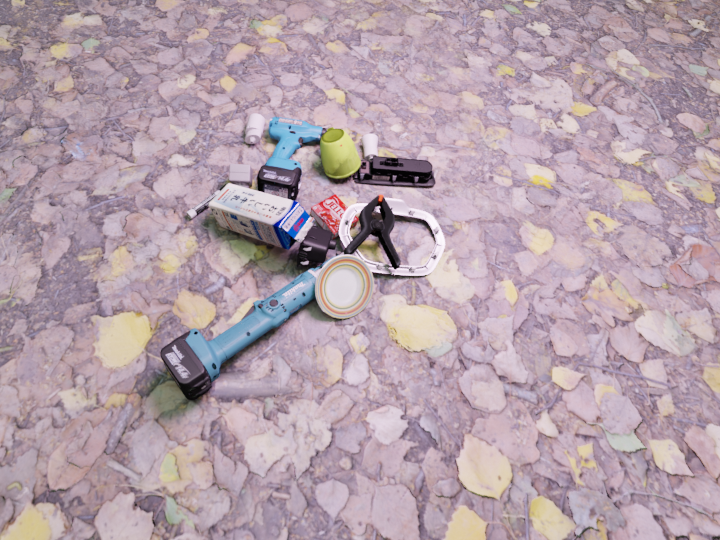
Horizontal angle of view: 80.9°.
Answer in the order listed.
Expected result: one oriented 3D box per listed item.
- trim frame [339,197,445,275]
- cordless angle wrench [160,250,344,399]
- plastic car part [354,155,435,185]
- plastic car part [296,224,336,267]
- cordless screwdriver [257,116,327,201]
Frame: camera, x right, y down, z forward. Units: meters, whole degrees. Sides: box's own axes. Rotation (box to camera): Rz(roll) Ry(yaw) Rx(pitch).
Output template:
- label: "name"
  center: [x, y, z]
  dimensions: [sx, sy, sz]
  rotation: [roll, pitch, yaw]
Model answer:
- label: "trim frame"
  center: [0.074, -0.078, 0.942]
  dimensions: [0.245, 0.027, 0.189]
  rotation: [4, 63, -8]
- label: "cordless angle wrench"
  center: [-0.170, 0.077, 0.819]
  dimensions: [0.415, 0.072, 0.102]
  rotation: [-35, 62, -28]
- label: "plastic car part"
  center: [0.090, -0.250, 1.043]
  dimensions: [0.201, 0.066, 0.068]
  rotation: [6, 53, -5]
- label: "plastic car part"
  center: [-0.088, -0.057, 0.896]
  dimensions: [0.071, 0.065, 0.118]
  rotation: [16, 37, 2]
- label: "cordless screwdriver"
  center: [-0.161, -0.276, 1.030]
  dimensions: [0.159, 0.073, 0.255]
  rotation: [6, 56, -2]
